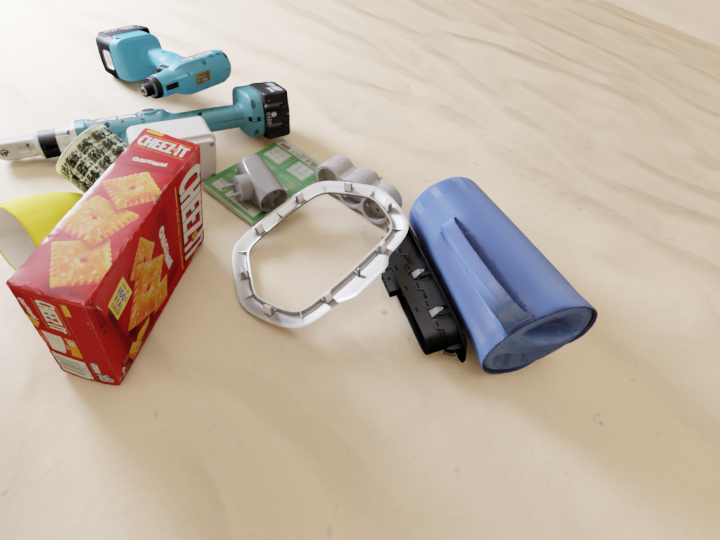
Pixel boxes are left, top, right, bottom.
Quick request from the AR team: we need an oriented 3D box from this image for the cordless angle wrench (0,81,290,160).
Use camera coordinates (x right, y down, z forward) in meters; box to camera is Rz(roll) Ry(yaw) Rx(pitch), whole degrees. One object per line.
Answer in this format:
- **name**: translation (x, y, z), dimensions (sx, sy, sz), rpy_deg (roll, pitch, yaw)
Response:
- **cordless angle wrench**: translation (-0.319, -0.221, 0.653), dimensions (0.413, 0.072, 0.103), rpy_deg (-17, 39, -19)

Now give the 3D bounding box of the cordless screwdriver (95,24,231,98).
- **cordless screwdriver**: translation (-0.358, -0.347, 0.714), dimensions (0.261, 0.072, 0.157), rpy_deg (26, 48, 26)

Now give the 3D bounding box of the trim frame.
- **trim frame**: translation (-0.053, -0.035, 0.543), dimensions (0.245, 0.026, 0.193), rpy_deg (-41, 60, -21)

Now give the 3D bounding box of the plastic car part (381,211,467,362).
- **plastic car part**: translation (0.069, 0.022, 0.534), dimensions (0.066, 0.064, 0.212), rpy_deg (-17, 56, -14)
